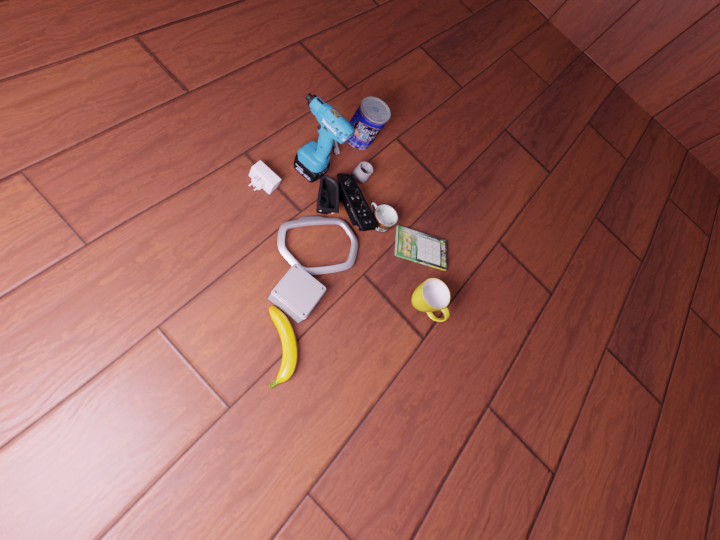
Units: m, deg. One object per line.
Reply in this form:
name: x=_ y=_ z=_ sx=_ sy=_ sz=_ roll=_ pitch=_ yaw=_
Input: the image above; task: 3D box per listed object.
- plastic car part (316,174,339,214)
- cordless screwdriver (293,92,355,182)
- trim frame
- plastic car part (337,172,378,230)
plastic car part: x=-0.102 y=-0.210 z=1.232 sx=0.064 sy=0.071 sz=0.119 roll=11 pitch=63 yaw=-20
cordless screwdriver: x=-0.125 y=-0.371 z=1.196 sx=0.160 sy=0.251 sz=0.073 roll=47 pitch=57 yaw=0
trim frame: x=-0.116 y=-0.076 z=1.187 sx=0.240 sy=0.028 sz=0.189 roll=-9 pitch=69 yaw=-25
plastic car part: x=-0.020 y=-0.200 z=1.263 sx=0.064 sy=0.067 sz=0.208 roll=-13 pitch=71 yaw=-28
